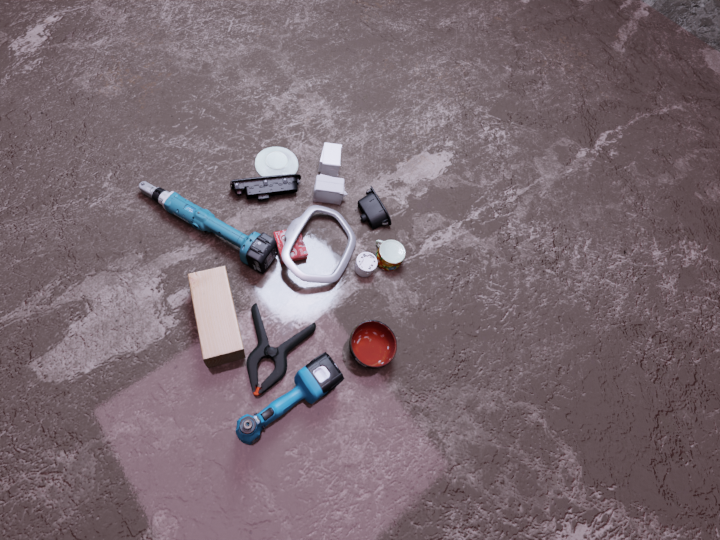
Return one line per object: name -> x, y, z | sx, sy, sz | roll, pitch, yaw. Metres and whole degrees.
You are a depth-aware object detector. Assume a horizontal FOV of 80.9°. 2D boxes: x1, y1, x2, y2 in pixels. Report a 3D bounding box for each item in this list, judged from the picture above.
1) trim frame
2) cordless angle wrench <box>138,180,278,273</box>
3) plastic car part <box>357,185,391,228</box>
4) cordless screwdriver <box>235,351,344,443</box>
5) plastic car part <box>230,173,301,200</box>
trim frame -> -0.110, -0.072, 1.120 | 0.182, 0.028, 0.250 | 29, 57, -6
cordless angle wrench -> -0.413, -0.132, 1.106 | 0.433, 0.096, 0.074 | 29, 66, 11
plastic car part -> 0.030, -0.168, 1.195 | 0.071, 0.064, 0.120 | -25, 72, -3
cordless screwdriver -> -0.151, 0.270, 0.891 | 0.244, 0.157, 0.076 | -32, 75, -23
plastic car part -> -0.260, -0.236, 1.190 | 0.199, 0.066, 0.068 | -13, 77, -13
